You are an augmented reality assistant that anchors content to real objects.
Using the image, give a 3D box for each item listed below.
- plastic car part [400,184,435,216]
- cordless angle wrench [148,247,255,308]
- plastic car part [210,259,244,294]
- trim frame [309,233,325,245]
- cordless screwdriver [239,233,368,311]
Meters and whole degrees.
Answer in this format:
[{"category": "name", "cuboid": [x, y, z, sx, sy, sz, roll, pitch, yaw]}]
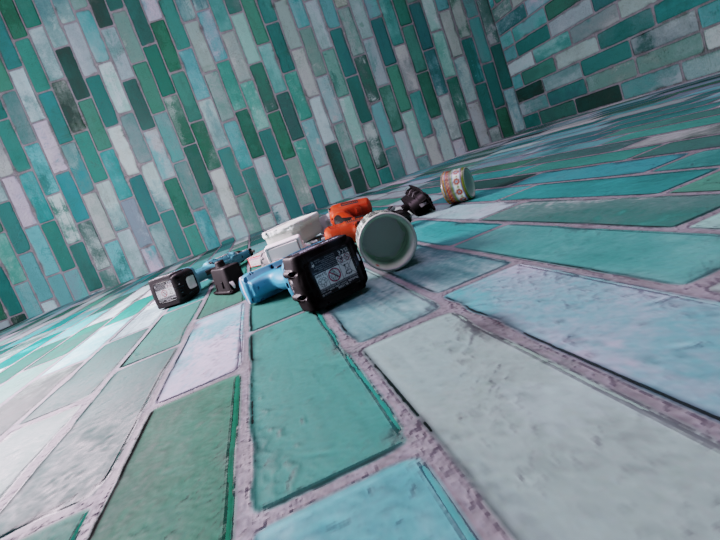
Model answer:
[{"category": "plastic car part", "cuboid": [0.132, -0.168, 1.028, 0.067, 0.065, 0.206, -30, 12, 2]}, {"category": "cordless angle wrench", "cuboid": [-0.408, -0.004, 1.174, 0.100, 0.073, 0.418, -17, 11, 17]}, {"category": "plastic car part", "cuboid": [-0.291, 0.011, 0.915, 0.064, 0.070, 0.122, -27, 16, -39]}, {"category": "trim frame", "cuboid": [-0.103, -0.067, 1.054, 0.256, 0.027, 0.181, -13, 13, 24]}, {"category": "cordless screwdriver", "cuboid": [-0.076, -0.002, 0.632, 0.155, 0.073, 0.258, -26, 10, -28]}]
